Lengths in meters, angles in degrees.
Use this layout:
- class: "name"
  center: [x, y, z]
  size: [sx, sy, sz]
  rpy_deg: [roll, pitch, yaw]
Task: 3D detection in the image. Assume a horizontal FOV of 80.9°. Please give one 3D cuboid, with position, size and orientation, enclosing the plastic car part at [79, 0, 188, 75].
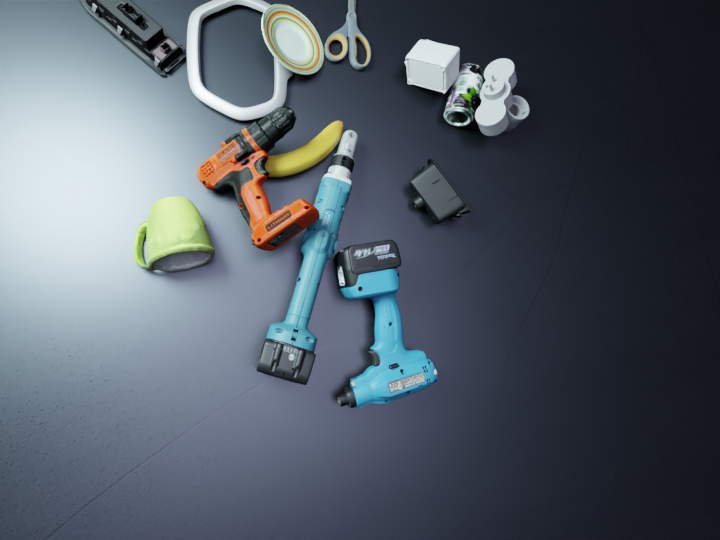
- class: "plastic car part"
  center: [-0.388, -0.417, 0.700]
  size: [0.203, 0.067, 0.066]
  rpy_deg: [40, 81, 1]

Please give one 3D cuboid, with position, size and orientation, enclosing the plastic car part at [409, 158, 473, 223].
- class: "plastic car part"
  center: [0.129, -0.129, 0.745]
  size: [0.071, 0.065, 0.118]
  rpy_deg: [-38, 86, -3]

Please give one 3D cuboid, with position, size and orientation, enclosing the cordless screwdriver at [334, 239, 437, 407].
- class: "cordless screwdriver"
  center: [0.014, 0.083, 0.668]
  size: [0.156, 0.075, 0.250]
  rpy_deg: [-15, 86, -14]

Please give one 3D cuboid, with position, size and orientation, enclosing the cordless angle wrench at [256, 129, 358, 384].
- class: "cordless angle wrench"
  center: [-0.066, -0.043, 0.670]
  size: [0.073, 0.098, 0.427]
  rpy_deg: [17, 72, -8]

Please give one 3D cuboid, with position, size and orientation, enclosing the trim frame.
- class: "trim frame"
  center: [-0.210, -0.378, 0.744]
  size: [0.181, 0.027, 0.252]
  rpy_deg: [-3, 77, -11]
